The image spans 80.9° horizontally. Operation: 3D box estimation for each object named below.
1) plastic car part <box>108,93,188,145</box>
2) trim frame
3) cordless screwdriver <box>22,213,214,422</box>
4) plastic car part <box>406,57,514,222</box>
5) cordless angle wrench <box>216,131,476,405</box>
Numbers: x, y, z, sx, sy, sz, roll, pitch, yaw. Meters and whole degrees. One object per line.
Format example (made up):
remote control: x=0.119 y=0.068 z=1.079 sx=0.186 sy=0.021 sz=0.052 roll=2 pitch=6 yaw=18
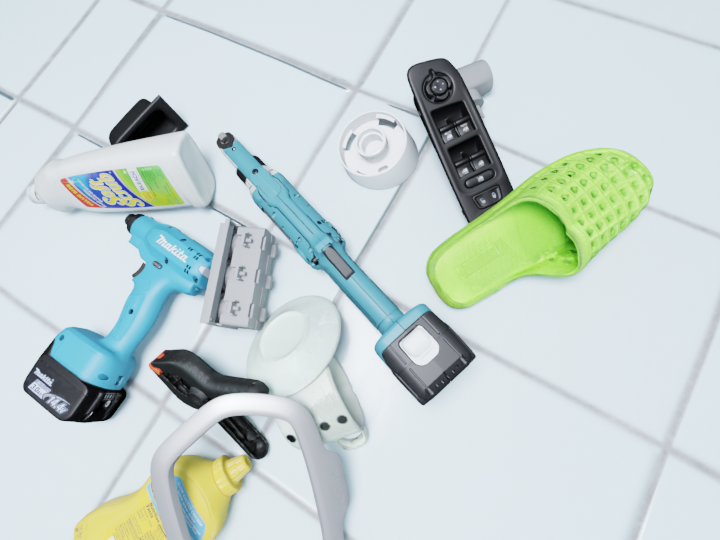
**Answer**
plastic car part: x=-0.325 y=-0.205 z=0.617 sx=0.116 sy=0.063 sz=0.074 roll=-44 pitch=61 yaw=-3
trim frame: x=-0.103 y=0.234 z=0.420 sx=0.184 sy=0.028 sz=0.245 roll=-13 pitch=99 yaw=-2
cordless screwdriver: x=-0.305 y=0.048 z=0.532 sx=0.165 sy=0.072 sz=0.248 roll=30 pitch=76 yaw=19
plastic car part: x=0.118 y=-0.162 z=0.521 sx=0.067 sy=0.067 sz=0.200 roll=-24 pitch=97 yaw=6
cordless angle wrench: x=-0.050 y=-0.033 z=0.515 sx=0.074 sy=0.094 sz=0.439 roll=-41 pitch=69 yaw=-6
